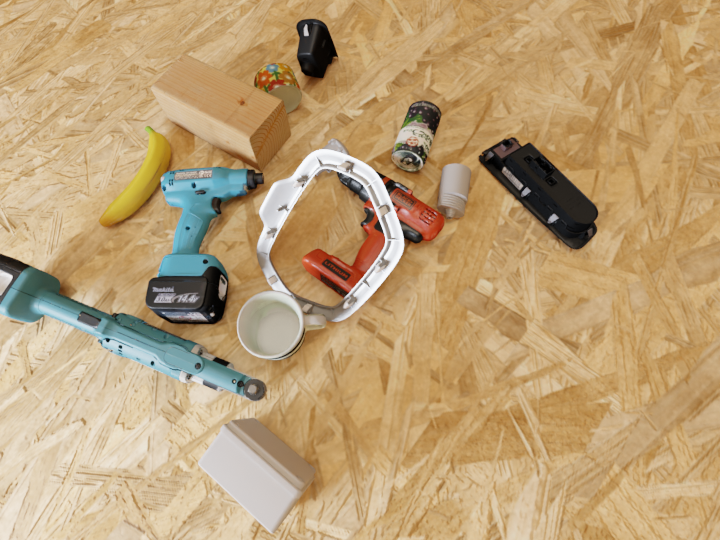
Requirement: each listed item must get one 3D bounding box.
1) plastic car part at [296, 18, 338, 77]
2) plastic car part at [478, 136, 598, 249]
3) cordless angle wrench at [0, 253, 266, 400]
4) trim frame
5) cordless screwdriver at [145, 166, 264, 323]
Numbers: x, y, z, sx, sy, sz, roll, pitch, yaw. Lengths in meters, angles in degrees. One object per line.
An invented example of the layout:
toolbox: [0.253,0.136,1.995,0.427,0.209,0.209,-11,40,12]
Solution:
plastic car part: [-0.084,-0.375,0.736,0.067,0.115,0.071,13,94,6]
plastic car part: [0.271,-0.126,0.621,0.065,0.066,0.210,-28,71,-16]
cordless angle wrench: [-0.323,0.088,0.578,0.430,0.096,0.075,20,71,8]
trim frame: [-0.053,-0.034,0.539,0.188,0.249,0.027,46,39,10]
cordless screwdriver: [-0.224,-0.050,0.629,0.160,0.072,0.256,-6,64,2]
